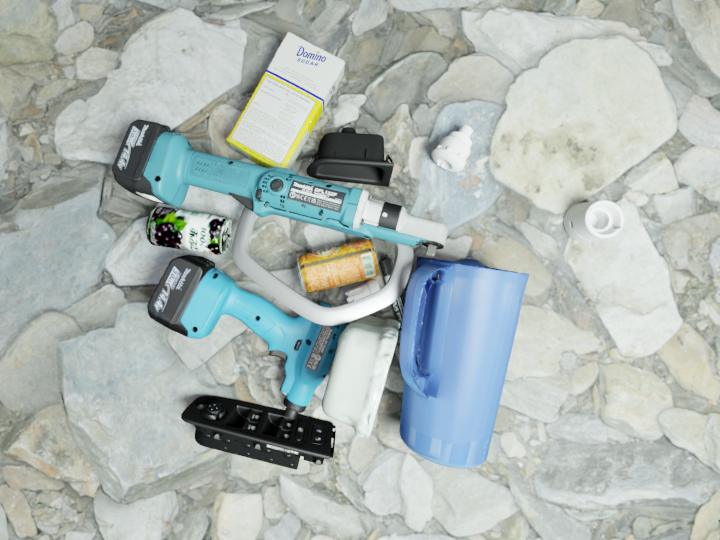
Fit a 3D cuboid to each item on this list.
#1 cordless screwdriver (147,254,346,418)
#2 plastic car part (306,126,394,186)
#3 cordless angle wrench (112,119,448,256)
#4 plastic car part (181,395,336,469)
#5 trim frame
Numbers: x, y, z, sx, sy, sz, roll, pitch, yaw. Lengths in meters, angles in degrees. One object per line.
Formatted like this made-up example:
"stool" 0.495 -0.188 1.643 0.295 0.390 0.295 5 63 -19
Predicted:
"cordless screwdriver" -0.156 0.085 0.566 0.248 0.074 0.159 22 88 -2
"plastic car part" -0.012 -0.162 0.584 0.117 0.065 0.072 9 74 4
"cordless angle wrench" -0.103 -0.097 0.536 0.431 0.072 0.098 15 81 10
"plastic car part" -0.138 0.219 0.568 0.203 0.067 0.066 16 115 1
"trim frame" -0.053 -0.035 0.546 0.259 0.026 0.183 31 69 23
